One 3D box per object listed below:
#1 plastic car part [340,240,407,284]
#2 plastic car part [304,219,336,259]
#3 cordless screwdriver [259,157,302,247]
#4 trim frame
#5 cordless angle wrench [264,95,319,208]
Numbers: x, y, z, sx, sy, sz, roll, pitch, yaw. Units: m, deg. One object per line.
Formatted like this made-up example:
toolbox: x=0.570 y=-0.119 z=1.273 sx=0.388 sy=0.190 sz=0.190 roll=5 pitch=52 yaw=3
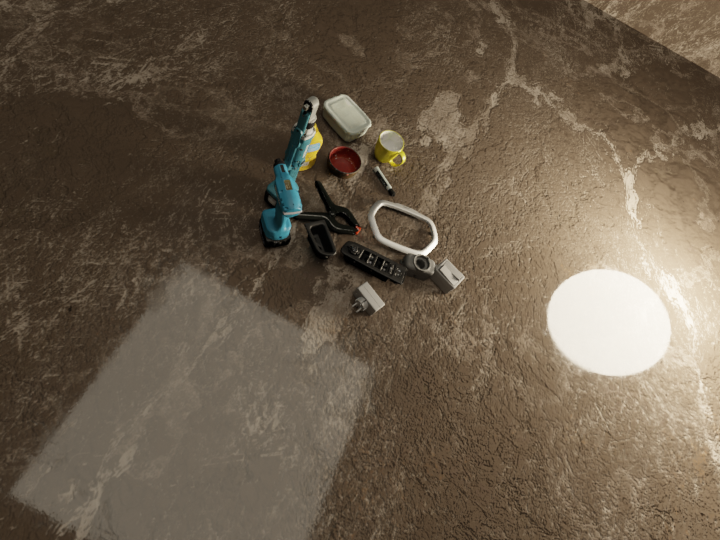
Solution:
plastic car part: x=0.032 y=-0.021 z=1.244 sx=0.203 sy=0.067 sz=0.066 roll=30 pitch=60 yaw=-1
plastic car part: x=-0.120 y=-0.078 z=1.226 sx=0.064 sy=0.071 sz=0.120 roll=-14 pitch=70 yaw=-25
cordless screwdriver: x=-0.222 y=-0.173 z=1.141 sx=0.072 sy=0.249 sz=0.164 roll=-9 pitch=70 yaw=-24
trim frame: x=0.136 y=-0.138 z=1.357 sx=0.245 sy=0.027 sz=0.187 roll=18 pitch=60 yaw=-7
cordless angle wrench: x=-0.175 y=-0.300 z=1.119 sx=0.075 sy=0.424 sz=0.097 roll=43 pitch=59 yaw=1
